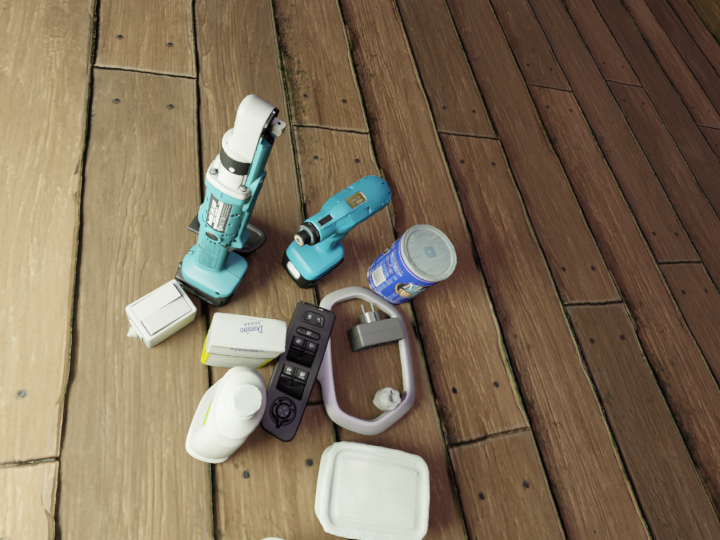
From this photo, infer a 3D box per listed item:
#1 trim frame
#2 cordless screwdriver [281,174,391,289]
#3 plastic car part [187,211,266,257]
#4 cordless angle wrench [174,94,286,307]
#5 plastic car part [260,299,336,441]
[{"bbox_3d":[0.004,0.144,0.719,0.178,0.028,0.255,3,64,-19],"label":"trim frame"},{"bbox_3d":[-0.064,-0.042,0.654,0.156,0.251,0.075,-36,86,-32],"label":"cordless screwdriver"},{"bbox_3d":[-0.221,-0.054,0.706,0.115,0.071,0.066,29,59,-7],"label":"plastic car part"},{"bbox_3d":[-0.168,-0.060,0.522,0.097,0.426,0.075,32,59,-9],"label":"cordless angle wrench"},{"bbox_3d":[-0.102,0.153,0.652,0.065,0.067,0.206,23,60,-12],"label":"plastic car part"}]
